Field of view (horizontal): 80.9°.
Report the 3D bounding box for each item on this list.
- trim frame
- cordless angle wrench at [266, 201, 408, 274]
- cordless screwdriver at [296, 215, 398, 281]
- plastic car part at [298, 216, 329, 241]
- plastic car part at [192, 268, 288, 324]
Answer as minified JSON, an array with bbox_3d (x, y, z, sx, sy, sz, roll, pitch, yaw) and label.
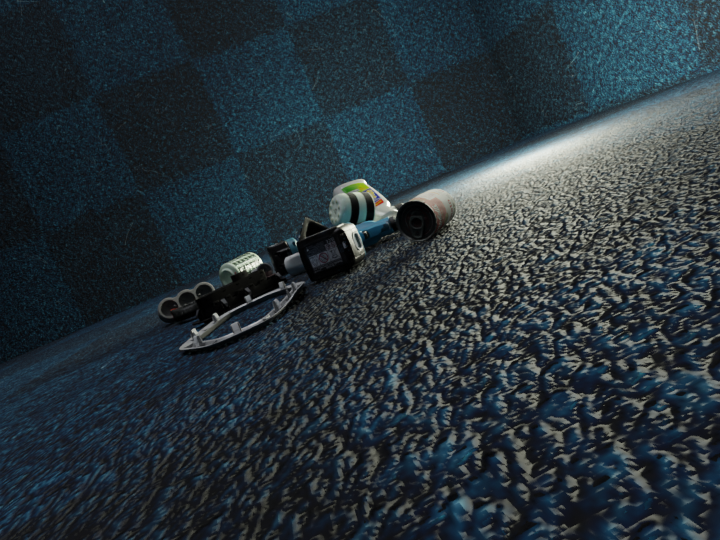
[{"bbox_3d":[-0.170,0.061,0.645,0.187,0.027,0.247,-20,8,12],"label":"trim frame"},{"bbox_3d":[-0.027,-0.101,1.077,0.417,0.074,0.100,-23,8,-12],"label":"cordless angle wrench"},{"bbox_3d":[-0.009,-0.056,0.782,0.162,0.074,0.245,-20,6,17],"label":"cordless screwdriver"},{"bbox_3d":[-0.095,-0.062,0.973,0.072,0.112,0.067,-36,35,53],"label":"plastic car part"},{"bbox_3d":[-0.234,0.041,0.811,0.069,0.066,0.198,-7,21,43],"label":"plastic car part"}]
